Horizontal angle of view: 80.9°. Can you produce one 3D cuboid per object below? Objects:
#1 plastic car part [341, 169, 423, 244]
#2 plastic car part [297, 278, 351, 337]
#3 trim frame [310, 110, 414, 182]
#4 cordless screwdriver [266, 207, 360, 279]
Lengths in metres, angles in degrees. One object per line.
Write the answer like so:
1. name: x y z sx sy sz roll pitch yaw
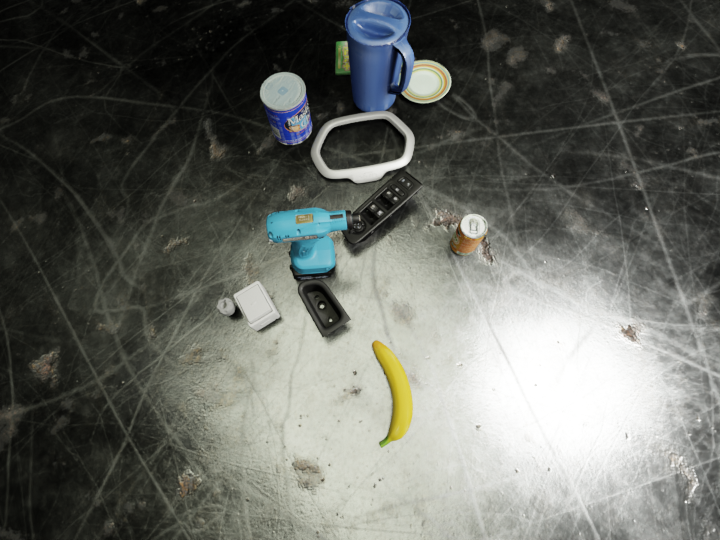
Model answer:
1. plastic car part: 0.041 -0.131 0.929 0.202 0.065 0.068 -41 74 -9
2. plastic car part: -0.077 0.074 0.865 0.065 0.069 0.120 -32 72 -8
3. trim frame: 0.004 -0.297 1.013 0.249 0.027 0.189 -9 70 2
4. cordless screwdriver: -0.080 -0.052 0.818 0.160 0.242 0.076 -5 73 0
